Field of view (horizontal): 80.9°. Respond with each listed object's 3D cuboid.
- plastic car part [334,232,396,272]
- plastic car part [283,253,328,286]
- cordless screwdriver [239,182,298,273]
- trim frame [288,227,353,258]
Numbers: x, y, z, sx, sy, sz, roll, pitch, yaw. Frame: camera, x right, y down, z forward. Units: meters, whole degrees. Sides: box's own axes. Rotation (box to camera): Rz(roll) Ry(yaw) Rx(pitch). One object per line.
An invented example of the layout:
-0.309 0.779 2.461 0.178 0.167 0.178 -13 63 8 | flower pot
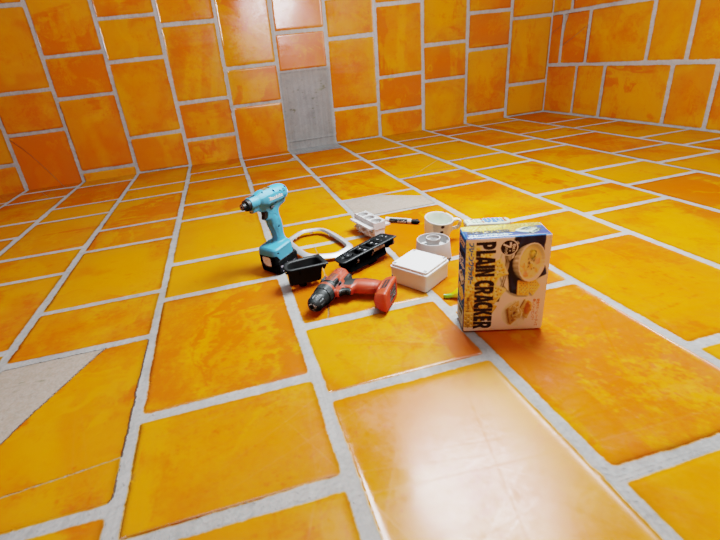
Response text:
0.012 -0.047 1.201 0.197 0.065 0.070 -25 31 -32 | plastic car part
-0.150 0.007 1.129 0.114 0.069 0.069 -17 28 -21 | plastic car part
-0.259 -0.108 1.189 0.078 0.242 0.155 12 30 32 | cordless screwdriver
-0.132 -0.087 1.354 0.179 0.027 0.263 -21 30 -26 | trim frame
